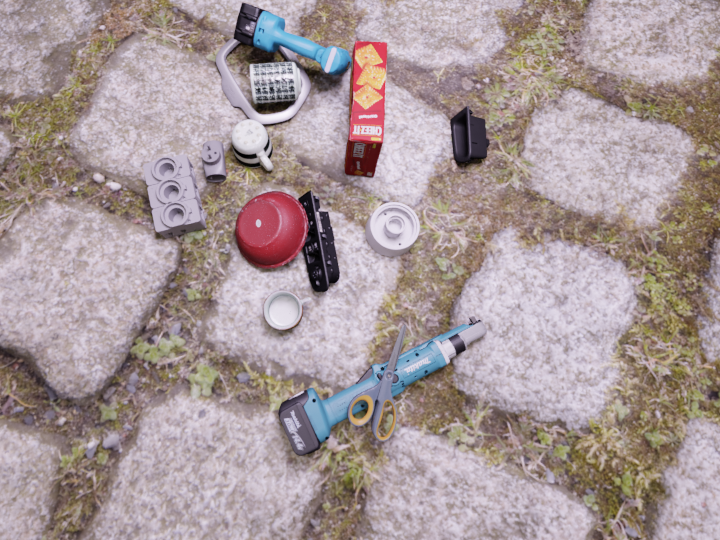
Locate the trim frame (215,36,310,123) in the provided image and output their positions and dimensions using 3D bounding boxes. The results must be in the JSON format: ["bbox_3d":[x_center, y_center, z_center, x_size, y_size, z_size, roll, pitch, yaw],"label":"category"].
[{"bbox_3d":[-0.223,-0.440,0.959,0.183,0.027,0.253,-31,81,-9],"label":"trim frame"}]

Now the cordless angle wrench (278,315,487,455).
[{"bbox_3d":[0.055,0.199,0.789,0.419,0.074,0.100,-26,80,-9],"label":"cordless angle wrench"}]

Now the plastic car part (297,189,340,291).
[{"bbox_3d":[-0.083,-0.054,0.852,0.064,0.068,0.207,6,69,-43],"label":"plastic car part"}]

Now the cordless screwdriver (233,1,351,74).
[{"bbox_3d":[-0.136,-0.491,0.914,0.251,0.159,0.074,24,117,3],"label":"cordless screwdriver"}]

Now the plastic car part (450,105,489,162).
[{"bbox_3d":[0.243,-0.285,0.914,0.069,0.067,0.118,-1,80,-18],"label":"plastic car part"}]
